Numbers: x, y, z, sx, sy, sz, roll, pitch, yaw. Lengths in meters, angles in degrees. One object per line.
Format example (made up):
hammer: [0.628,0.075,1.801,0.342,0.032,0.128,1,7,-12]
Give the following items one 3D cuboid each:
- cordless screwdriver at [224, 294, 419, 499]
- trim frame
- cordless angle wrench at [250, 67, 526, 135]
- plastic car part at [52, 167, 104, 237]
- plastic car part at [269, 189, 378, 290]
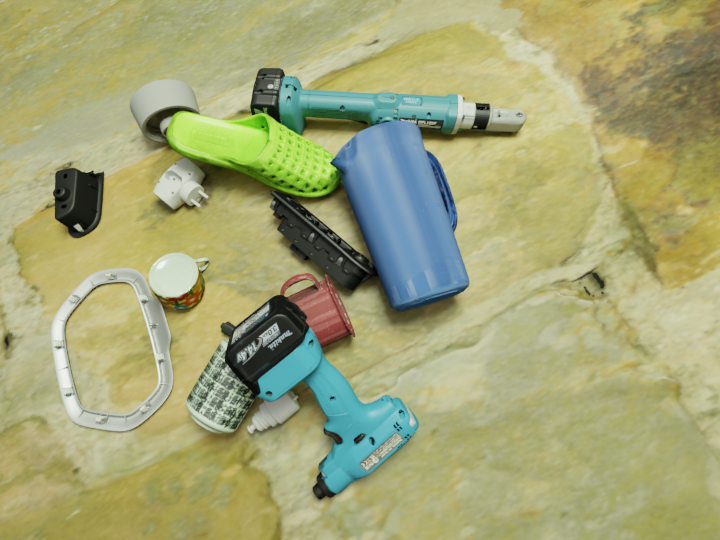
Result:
cordless screwdriver: [-0.063,0.160,0.511,0.159,0.076,0.243,-43,102,3]
trim frame: [-0.372,0.112,0.632,0.184,0.027,0.257,-24,69,-3]
cordless angle wrench: [0.042,-0.253,0.671,0.427,0.095,0.075,6,71,5]
plastic car part: [-0.474,-0.122,0.698,0.066,0.069,0.120,-11,69,2]
plastic car part: [-0.061,-0.040,0.626,0.210,0.064,0.067,36,93,17]
